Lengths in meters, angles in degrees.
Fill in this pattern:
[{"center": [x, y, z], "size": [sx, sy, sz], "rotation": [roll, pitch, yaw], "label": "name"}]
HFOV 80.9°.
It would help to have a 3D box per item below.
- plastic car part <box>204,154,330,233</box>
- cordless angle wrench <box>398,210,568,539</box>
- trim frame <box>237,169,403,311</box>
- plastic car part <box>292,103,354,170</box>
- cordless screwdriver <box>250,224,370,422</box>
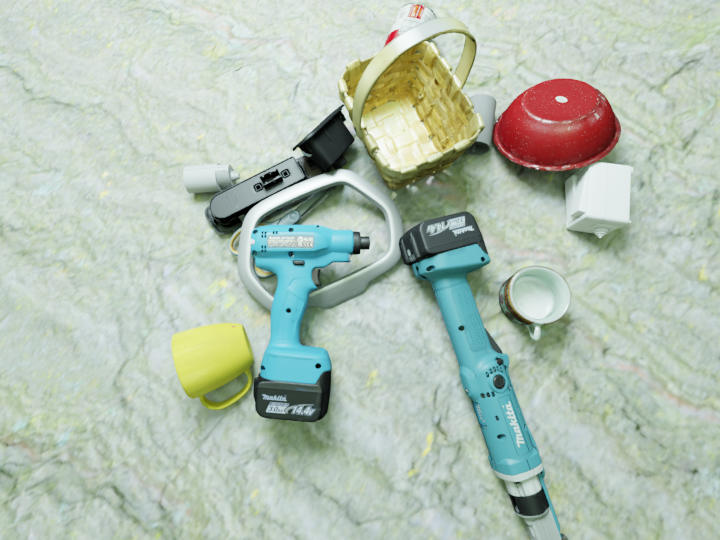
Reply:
[{"center": [-0.144, -0.119, 0.638], "size": [0.203, 0.066, 0.067], "rotation": [-28, 85, 2], "label": "plastic car part"}, {"center": [0.160, 0.137, 0.534], "size": [0.096, 0.075, 0.430], "rotation": [-14, 79, -17], "label": "cordless angle wrench"}, {"center": [-0.060, -0.039, 0.609], "size": [0.248, 0.027, 0.185], "rotation": [-25, 85, -2], "label": "trim frame"}, {"center": [-0.047, -0.185, 0.625], "size": [0.069, 0.068, 0.117], "rotation": [45, 42, -18], "label": "plastic car part"}, {"center": [-0.065, 0.062, 0.559], "size": [0.159, 0.074, 0.250], "rotation": [-1, 84, 0], "label": "cordless screwdriver"}]
